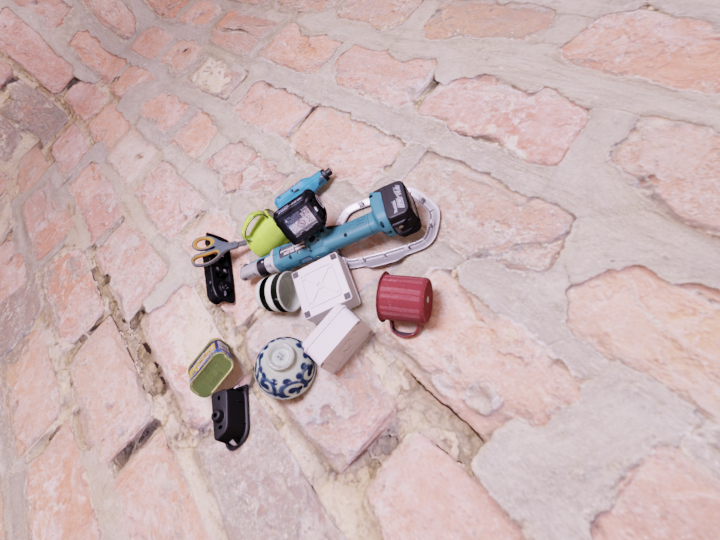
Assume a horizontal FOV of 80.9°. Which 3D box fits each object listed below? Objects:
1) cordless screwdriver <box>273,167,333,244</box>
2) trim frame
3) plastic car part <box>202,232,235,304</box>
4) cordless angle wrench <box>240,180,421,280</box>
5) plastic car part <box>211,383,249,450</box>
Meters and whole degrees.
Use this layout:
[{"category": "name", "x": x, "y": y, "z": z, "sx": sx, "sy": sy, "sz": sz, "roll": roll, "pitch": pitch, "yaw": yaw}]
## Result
[{"category": "cordless screwdriver", "x": -0.118, "y": -0.158, "z": 0.938, "sx": 0.160, "sy": 0.071, "sz": 0.257, "roll": -35, "pitch": 24, "yaw": 6}, {"category": "trim frame", "x": 0.043, "y": -0.090, "z": 0.891, "sx": 0.255, "sy": 0.026, "sz": 0.190, "roll": -14, "pitch": 58, "yaw": 20}, {"category": "plastic car part", "x": -0.355, "y": 0.002, "z": 1.036, "sx": 0.068, "sy": 0.062, "sz": 0.213, "roll": -38, "pitch": 51, "yaw": 16}, {"category": "cordless angle wrench", "x": -0.087, "y": -0.057, "z": 0.894, "sx": 0.433, "sy": 0.070, "sz": 0.101, "roll": -21, "pitch": 53, "yaw": 22}, {"category": "plastic car part", "x": -0.260, "y": 0.279, "z": 0.821, "sx": 0.067, "sy": 0.067, "sz": 0.121, "roll": -26, "pitch": 51, "yaw": 15}]
